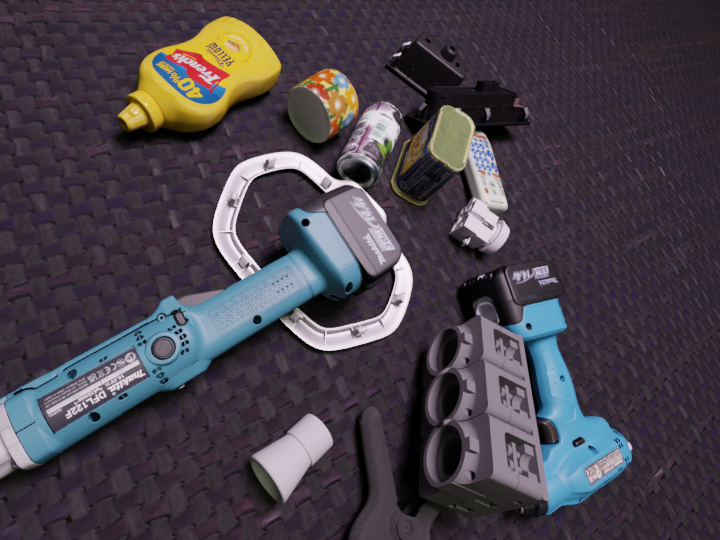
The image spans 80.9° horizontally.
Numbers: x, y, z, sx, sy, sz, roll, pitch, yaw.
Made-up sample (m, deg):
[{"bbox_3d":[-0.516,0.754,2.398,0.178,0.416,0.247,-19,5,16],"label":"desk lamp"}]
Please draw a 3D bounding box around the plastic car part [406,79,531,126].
[{"bbox_3d":[0.164,-0.239,0.613,0.197,0.065,0.070,-15,48,-23],"label":"plastic car part"}]

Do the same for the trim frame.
[{"bbox_3d":[-0.045,-0.030,0.462,0.250,0.028,0.182,45,57,3],"label":"trim frame"}]

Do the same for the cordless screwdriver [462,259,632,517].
[{"bbox_3d":[0.187,0.119,0.465,0.154,0.075,0.253,-13,77,-28],"label":"cordless screwdriver"}]

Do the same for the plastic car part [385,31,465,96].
[{"bbox_3d":[0.109,-0.306,0.626,0.116,0.071,0.066,36,59,-3],"label":"plastic car part"}]

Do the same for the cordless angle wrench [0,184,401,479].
[{"bbox_3d":[-0.155,0.061,0.337,0.415,0.075,0.099,-32,85,-23],"label":"cordless angle wrench"}]
